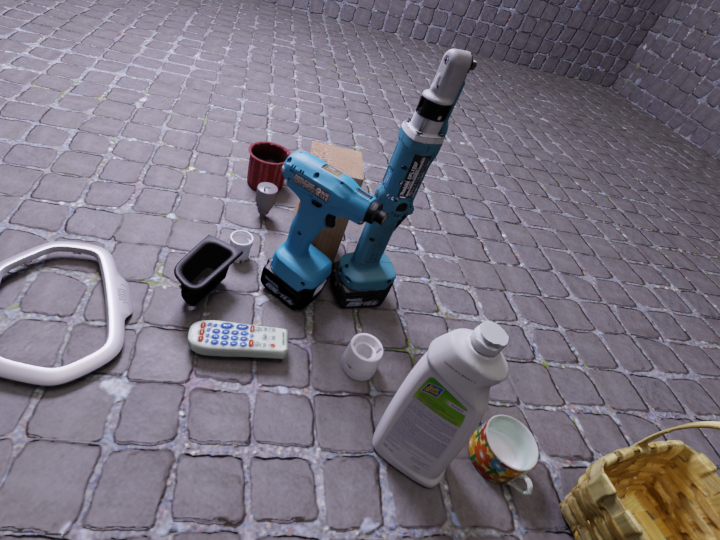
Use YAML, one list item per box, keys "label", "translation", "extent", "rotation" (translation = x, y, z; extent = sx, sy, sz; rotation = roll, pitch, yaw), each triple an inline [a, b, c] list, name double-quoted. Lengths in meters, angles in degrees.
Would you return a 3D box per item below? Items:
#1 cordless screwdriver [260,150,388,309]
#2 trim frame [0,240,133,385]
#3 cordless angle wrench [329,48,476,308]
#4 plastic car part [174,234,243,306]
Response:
- label: "cordless screwdriver"
  translation: [-0.062, -0.041, 0.638]
  extent: [0.164, 0.245, 0.073]
  rotation: [35, 42, 15]
- label: "trim frame"
  translation: [-0.416, 0.047, 0.582]
  extent: [0.177, 0.027, 0.261]
  rotation: [-10, 48, -29]
- label: "cordless angle wrench"
  translation: [0.052, -0.107, 0.621]
  extent: [0.095, 0.417, 0.078]
  rotation: [1, 45, -24]
- label: "plastic car part"
  translation: [-0.243, 0.009, 0.654]
  extent: [0.067, 0.070, 0.116]
  rotation: [24, 41, 5]
